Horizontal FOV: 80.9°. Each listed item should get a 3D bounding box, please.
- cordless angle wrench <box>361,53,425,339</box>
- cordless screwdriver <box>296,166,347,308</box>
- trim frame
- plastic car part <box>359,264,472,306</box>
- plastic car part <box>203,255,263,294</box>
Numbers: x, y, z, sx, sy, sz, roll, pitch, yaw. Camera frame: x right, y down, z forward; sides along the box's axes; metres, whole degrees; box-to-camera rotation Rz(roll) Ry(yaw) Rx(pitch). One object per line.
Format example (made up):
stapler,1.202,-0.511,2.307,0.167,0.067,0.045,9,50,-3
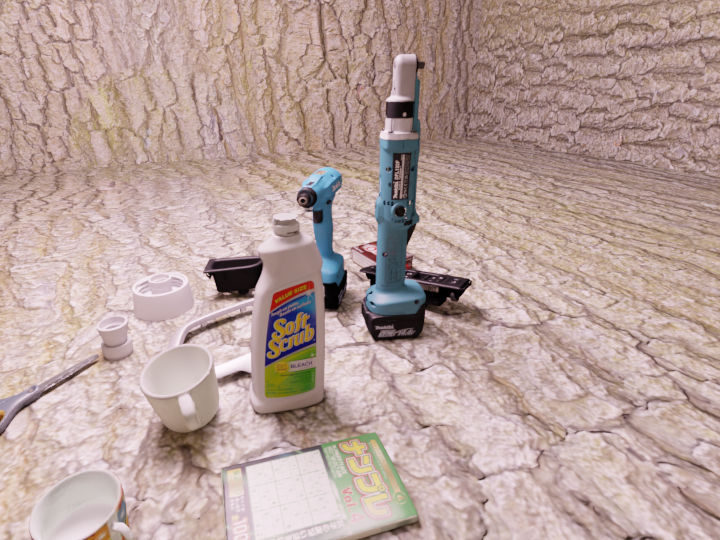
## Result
cordless angle wrench,0.055,-0.095,0.638,0.097,0.413,0.077,-2,22,-7
cordless screwdriver,-0.073,-0.048,0.746,0.076,0.243,0.159,5,23,11
trim frame,-0.188,0.103,0.681,0.240,0.027,0.195,-20,30,-35
plastic car part,0.095,0.027,0.787,0.213,0.065,0.064,14,27,30
plastic car part,-0.241,0.013,0.831,0.116,0.069,0.068,-2,23,-4
